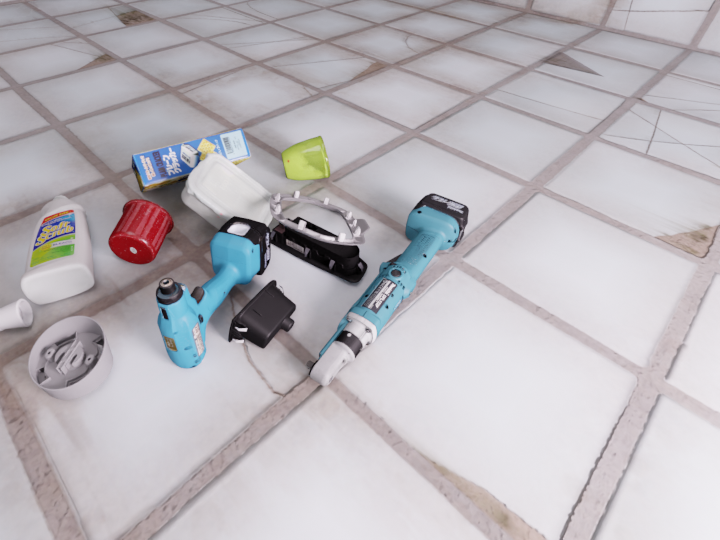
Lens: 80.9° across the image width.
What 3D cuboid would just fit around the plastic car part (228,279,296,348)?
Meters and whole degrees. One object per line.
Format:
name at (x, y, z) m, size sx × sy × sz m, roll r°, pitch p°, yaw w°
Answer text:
plastic car part at (-0.138, 0.071, 0.644) m, size 0.072 × 0.065 × 0.115 m, roll 35°, pitch 48°, yaw 9°

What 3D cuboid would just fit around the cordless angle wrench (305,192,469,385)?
cordless angle wrench at (0.054, 0.020, 0.689) m, size 0.102 × 0.072 × 0.419 m, roll 25°, pitch 52°, yaw 21°

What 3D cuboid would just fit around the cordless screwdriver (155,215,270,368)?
cordless screwdriver at (-0.218, 0.005, 0.635) m, size 0.076 × 0.155 × 0.251 m, roll 14°, pitch 44°, yaw 8°

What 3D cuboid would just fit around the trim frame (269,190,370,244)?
trim frame at (-0.075, -0.101, 0.770) m, size 0.180 × 0.027 × 0.257 m, roll 14°, pitch 19°, yaw -14°

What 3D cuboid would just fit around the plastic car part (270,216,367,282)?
plastic car part at (-0.074, -0.049, 0.761) m, size 0.212 × 0.065 × 0.065 m, roll 30°, pitch 43°, yaw 22°
